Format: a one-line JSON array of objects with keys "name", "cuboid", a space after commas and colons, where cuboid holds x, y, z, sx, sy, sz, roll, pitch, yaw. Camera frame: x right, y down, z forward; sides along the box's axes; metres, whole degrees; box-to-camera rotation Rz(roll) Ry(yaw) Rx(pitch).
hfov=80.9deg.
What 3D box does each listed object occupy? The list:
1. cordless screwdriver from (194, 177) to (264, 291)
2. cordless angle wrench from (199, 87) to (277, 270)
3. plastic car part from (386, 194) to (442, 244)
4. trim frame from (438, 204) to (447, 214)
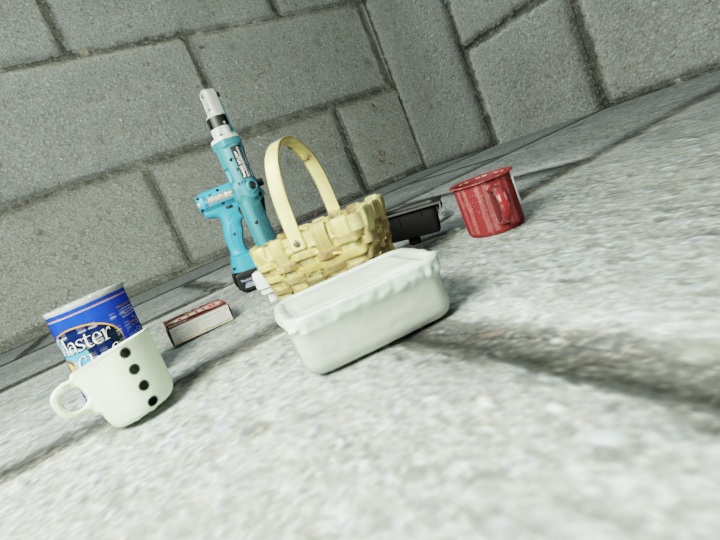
[{"name": "cordless screwdriver", "cuboid": [-0.261, -0.086, 0.979, 0.157, 0.246, 0.076, -24, 7, -12]}, {"name": "cordless angle wrench", "cuboid": [-0.232, -0.166, 0.862, 0.077, 0.418, 0.095, -15, 10, 44]}, {"name": "plastic car part", "cuboid": [0.095, -0.083, 0.751, 0.119, 0.070, 0.065, -18, 10, 20]}, {"name": "trim frame", "cuboid": [0.079, -0.097, 0.945, 0.258, 0.027, 0.180, -13, 15, 38]}]
